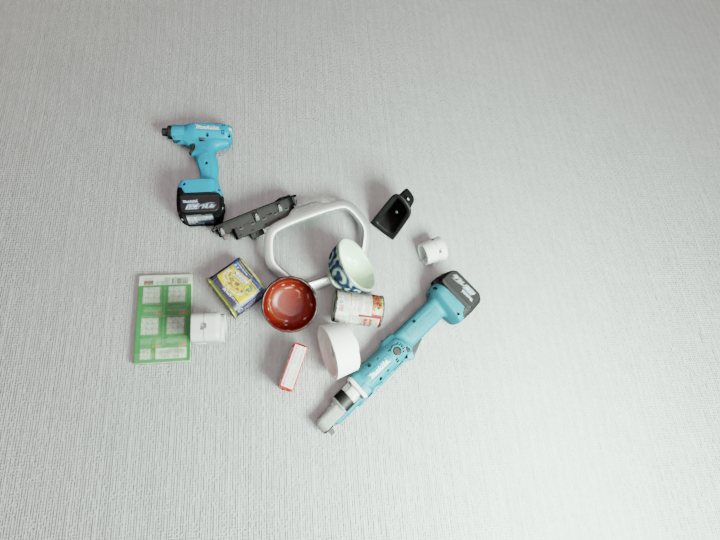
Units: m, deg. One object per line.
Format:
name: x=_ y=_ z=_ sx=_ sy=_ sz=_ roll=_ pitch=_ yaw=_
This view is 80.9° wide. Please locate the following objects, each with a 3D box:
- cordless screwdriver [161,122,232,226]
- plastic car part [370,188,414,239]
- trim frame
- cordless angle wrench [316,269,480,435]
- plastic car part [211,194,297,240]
cordless screwdriver: x=-0.371 y=-0.224 z=0.942 sx=0.157 sy=0.073 sz=0.255 roll=0 pitch=68 yaw=-8
plastic car part: x=0.086 y=-0.138 z=0.954 sx=0.066 sy=0.116 sz=0.070 roll=38 pitch=47 yaw=2
trim frame: x=-0.090 y=-0.059 z=0.923 sx=0.245 sy=0.028 sz=0.184 roll=-22 pitch=91 yaw=-12
cordless angle wrench: x=0.071 y=0.167 z=0.866 sx=0.419 sy=0.074 sz=0.100 roll=-42 pitch=82 yaw=-15
plastic car part: x=-0.221 y=-0.112 z=0.926 sx=0.200 sy=0.067 sz=0.067 roll=-30 pitch=90 yaw=-16
